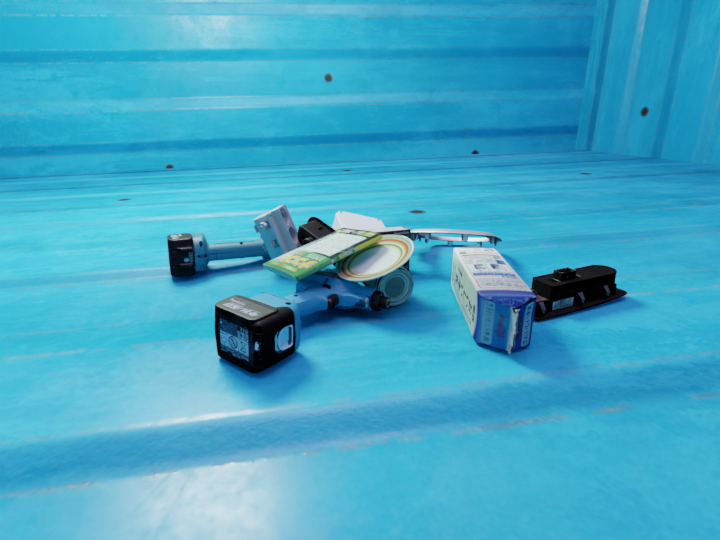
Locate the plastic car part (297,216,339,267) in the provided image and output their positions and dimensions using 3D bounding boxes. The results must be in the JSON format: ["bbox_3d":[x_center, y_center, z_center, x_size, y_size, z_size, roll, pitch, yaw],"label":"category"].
[{"bbox_3d":[-0.081,-0.053,0.830,0.120,0.066,0.069,38,27,17],"label":"plastic car part"}]

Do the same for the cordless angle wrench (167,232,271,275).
[{"bbox_3d":[-0.191,-0.053,0.913,0.410,0.073,0.102,-7,14,-21],"label":"cordless angle wrench"}]

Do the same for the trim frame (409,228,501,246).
[{"bbox_3d":[0.191,-0.066,0.874,0.192,0.027,0.239,6,4,24],"label":"trim frame"}]

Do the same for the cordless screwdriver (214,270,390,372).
[{"bbox_3d":[-0.075,0.060,0.605,0.167,0.073,0.241,11,20,29],"label":"cordless screwdriver"}]

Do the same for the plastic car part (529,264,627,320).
[{"bbox_3d":[0.336,0.027,0.678,0.197,0.066,0.069,-6,13,-20],"label":"plastic car part"}]
